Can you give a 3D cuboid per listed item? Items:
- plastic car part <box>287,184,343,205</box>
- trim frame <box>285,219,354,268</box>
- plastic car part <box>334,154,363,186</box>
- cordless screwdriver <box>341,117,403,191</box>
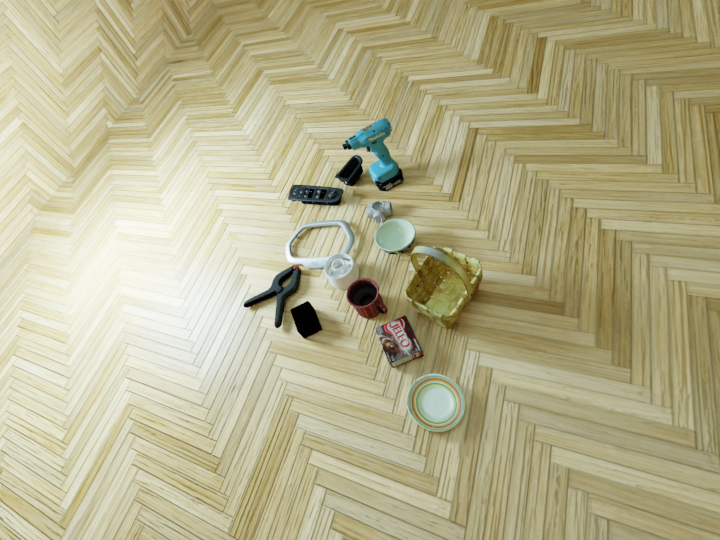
[{"bbox_3d":[-0.153,-0.258,1.492,0.211,0.064,0.067,5,59,26],"label":"plastic car part"},{"bbox_3d":[-0.136,-0.089,1.390,0.256,0.026,0.188,-3,56,21],"label":"trim frame"},{"bbox_3d":[-0.026,-0.343,1.496,0.070,0.067,0.116,27,70,34],"label":"plastic car part"},{"bbox_3d":[0.044,-0.361,1.370,0.160,0.236,0.078,-25,52,3],"label":"cordless screwdriver"}]
